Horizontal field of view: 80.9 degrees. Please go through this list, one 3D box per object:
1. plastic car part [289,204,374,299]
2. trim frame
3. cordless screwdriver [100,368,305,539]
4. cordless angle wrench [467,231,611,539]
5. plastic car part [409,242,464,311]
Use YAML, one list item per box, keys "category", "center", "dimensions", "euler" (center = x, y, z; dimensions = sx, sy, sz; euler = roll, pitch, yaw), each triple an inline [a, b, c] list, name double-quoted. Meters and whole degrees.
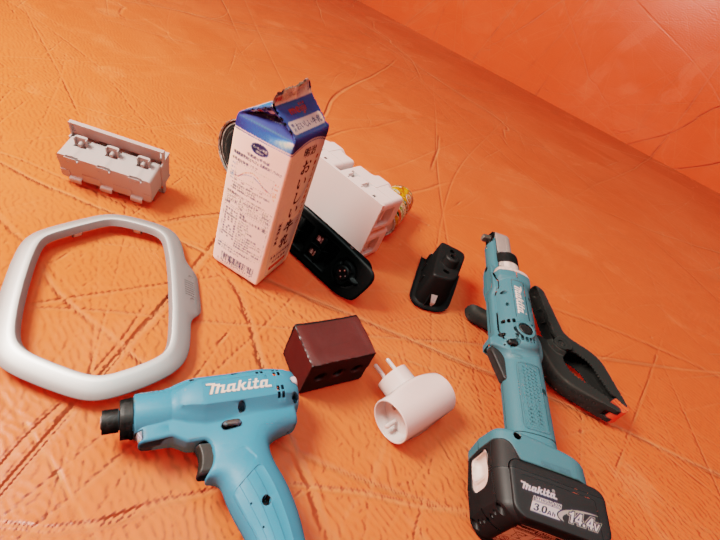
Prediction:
- category: "plastic car part"
  center: [-0.057, -0.037, 0.585]
  dimensions: [0.213, 0.066, 0.064]
  euler: [44, 15, 27]
- category: "trim frame"
  center: [-0.260, 0.021, 0.438]
  dimensions: [0.177, 0.027, 0.261]
  euler: [-1, 42, -26]
- category: "cordless screwdriver"
  center: [-0.093, 0.182, 0.289]
  dimensions: [0.153, 0.073, 0.262]
  euler: [-1, 40, -28]
- category: "cordless angle wrench"
  center: [0.182, 0.087, 0.506]
  dimensions: [0.098, 0.073, 0.429]
  euler: [17, 42, -2]
- category: "plastic car part"
  center: [0.118, 0.002, 0.609]
  dimensions: [0.067, 0.070, 0.116]
  euler: [27, 35, 5]
